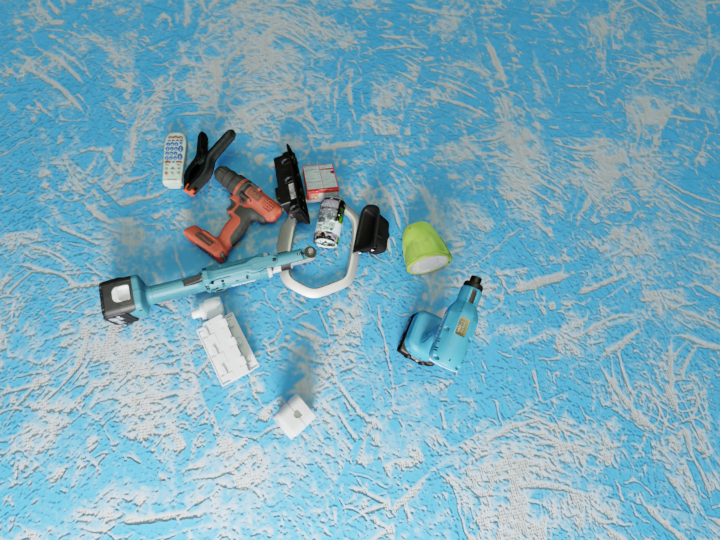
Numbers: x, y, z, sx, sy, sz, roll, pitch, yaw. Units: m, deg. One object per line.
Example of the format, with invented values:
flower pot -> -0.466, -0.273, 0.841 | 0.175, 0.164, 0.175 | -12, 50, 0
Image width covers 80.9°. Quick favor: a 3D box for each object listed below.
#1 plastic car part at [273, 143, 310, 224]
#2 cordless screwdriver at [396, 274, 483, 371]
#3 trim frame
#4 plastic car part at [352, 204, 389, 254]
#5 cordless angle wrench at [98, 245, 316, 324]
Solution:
plastic car part -> -0.158, -0.192, 0.948 | 0.068, 0.063, 0.210 | -19, 61, 17
cordless screwdriver -> 0.148, 0.101, 0.779 | 0.074, 0.247, 0.160 | 26, 76, -1
trim frame -> -0.091, -0.060, 0.936 | 0.183, 0.027, 0.252 | 8, 72, -3
plastic car part -> 0.035, -0.083, 0.933 | 0.067, 0.069, 0.118 | 34, 58, -36
cordless angle wrench -> -0.293, 0.015, 0.856 | 0.417, 0.097, 0.076 | -15, 75, -10
